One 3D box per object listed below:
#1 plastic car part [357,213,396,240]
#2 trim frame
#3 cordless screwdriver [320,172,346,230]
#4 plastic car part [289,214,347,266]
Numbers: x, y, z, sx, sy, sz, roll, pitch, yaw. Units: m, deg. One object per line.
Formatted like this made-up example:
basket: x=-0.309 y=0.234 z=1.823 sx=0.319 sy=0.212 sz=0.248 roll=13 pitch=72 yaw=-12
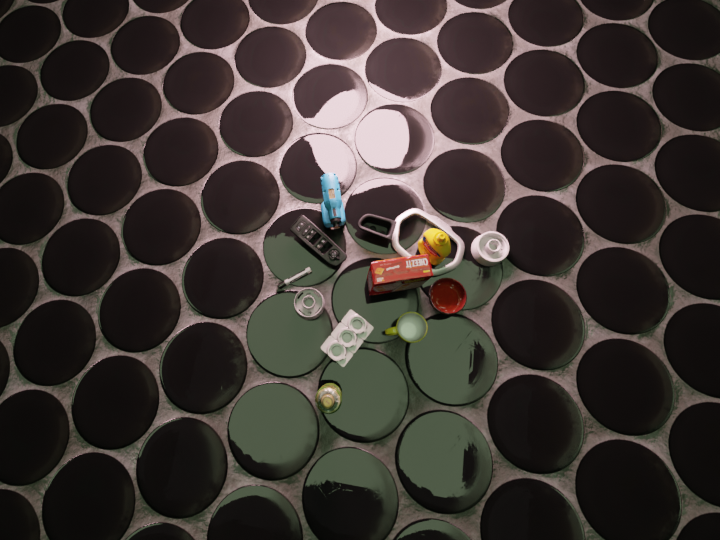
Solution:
plastic car part: x=0.049 y=-0.138 z=1.365 sx=0.118 sy=0.069 sz=0.066 roll=18 pitch=78 yaw=6
trim frame: x=0.216 y=-0.094 z=1.366 sx=0.254 sy=0.027 sz=0.184 roll=37 pitch=80 yaw=11
cordless screwdriver: x=-0.083 y=-0.178 z=1.293 sx=0.074 sy=0.245 sz=0.162 roll=-8 pitch=78 yaw=-3
plastic car part: x=-0.133 y=-0.087 z=1.365 sx=0.208 sy=0.066 sz=0.066 roll=40 pitch=80 yaw=12
